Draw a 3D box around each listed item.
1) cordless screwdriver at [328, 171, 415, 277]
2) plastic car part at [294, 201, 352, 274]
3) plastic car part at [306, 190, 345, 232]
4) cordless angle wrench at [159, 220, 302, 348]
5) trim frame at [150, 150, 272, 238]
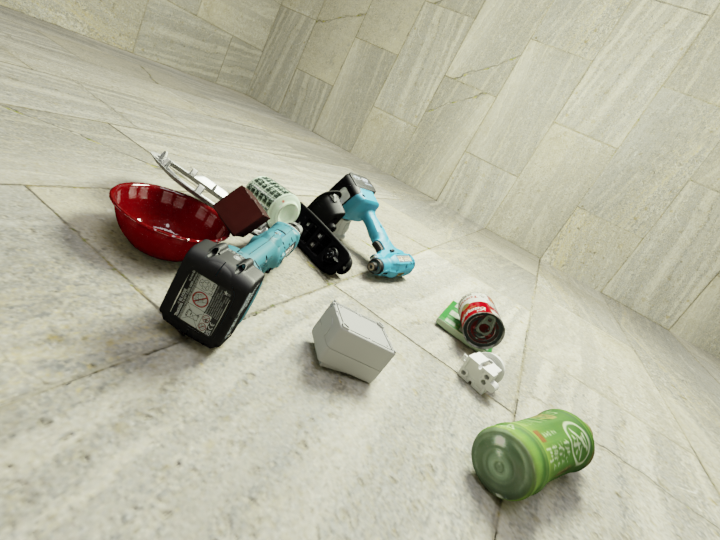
[{"bbox_3d":[0.014,-0.095,0.912,0.152,0.075,0.257,-1,56,-56],"label":"cordless screwdriver"},{"bbox_3d":[-0.079,-0.052,0.811,0.215,0.066,0.063,45,-1,45],"label":"plastic car part"},{"bbox_3d":[-0.078,-0.107,0.888,0.062,0.118,0.074,6,52,-48],"label":"plastic car part"},{"bbox_3d":[-0.138,-0.025,0.612,0.074,0.098,0.424,30,15,-4],"label":"cordless angle wrench"},{"bbox_3d":[-0.249,-0.129,0.729,0.238,0.027,0.192,34,3,-25],"label":"trim frame"}]
